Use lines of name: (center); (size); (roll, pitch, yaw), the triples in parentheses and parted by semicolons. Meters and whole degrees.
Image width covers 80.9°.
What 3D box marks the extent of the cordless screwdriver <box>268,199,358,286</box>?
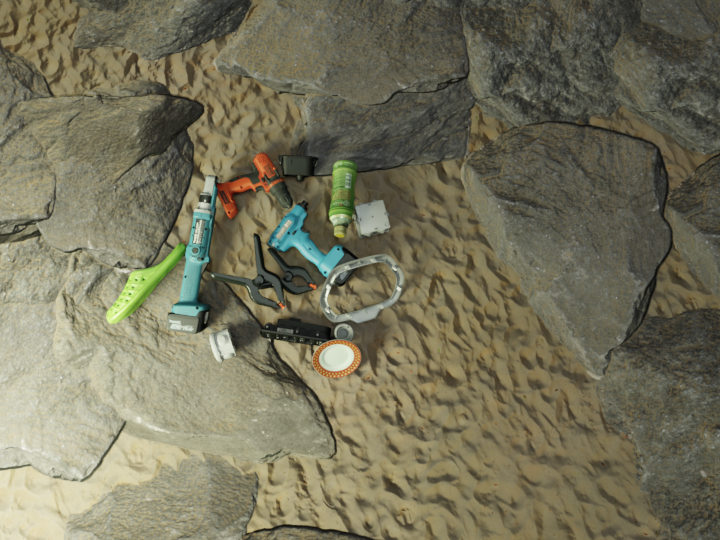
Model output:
cordless screwdriver: (-0.114, -0.075, 1.169); (0.253, 0.073, 0.159); (33, 80, 8)

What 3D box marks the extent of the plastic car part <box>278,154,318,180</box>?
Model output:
plastic car part: (-0.181, -0.295, 1.218); (0.115, 0.067, 0.070); (4, 96, -6)

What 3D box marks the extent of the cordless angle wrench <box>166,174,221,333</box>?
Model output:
cordless angle wrench: (-0.433, -0.050, 1.131); (0.098, 0.074, 0.424); (8, 85, -2)

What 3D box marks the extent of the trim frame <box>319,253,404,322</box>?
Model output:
trim frame: (0.008, 0.052, 1.123); (0.243, 0.029, 0.179); (-15, 116, -19)

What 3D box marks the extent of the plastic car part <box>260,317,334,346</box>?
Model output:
plastic car part: (-0.163, 0.166, 1.132); (0.204, 0.065, 0.068); (12, 55, 1)
